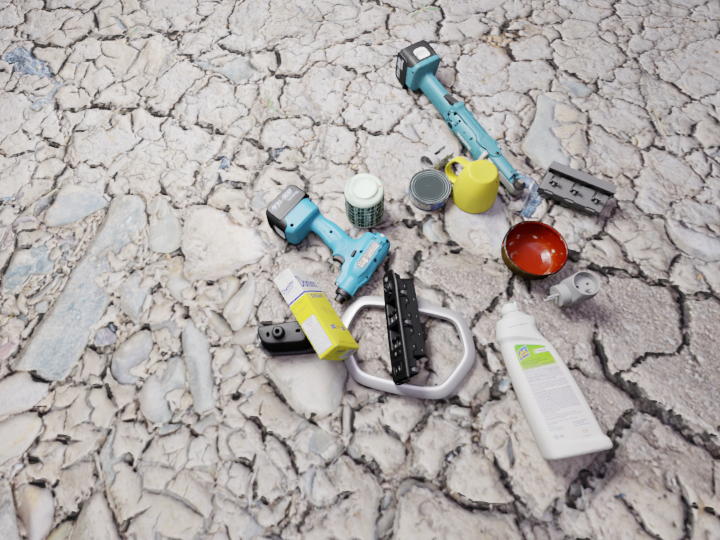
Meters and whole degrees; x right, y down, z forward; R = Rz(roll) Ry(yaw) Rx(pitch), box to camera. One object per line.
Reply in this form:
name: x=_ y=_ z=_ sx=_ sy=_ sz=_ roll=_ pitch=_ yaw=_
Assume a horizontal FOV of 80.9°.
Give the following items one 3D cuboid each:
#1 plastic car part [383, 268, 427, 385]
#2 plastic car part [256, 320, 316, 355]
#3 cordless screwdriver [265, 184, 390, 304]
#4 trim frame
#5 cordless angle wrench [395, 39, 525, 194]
plastic car part: x=0.078 y=0.091 z=0.745 sx=0.066 sy=0.065 sz=0.209 roll=-5 pitch=65 yaw=-9
plastic car part: x=-0.139 y=0.119 z=0.776 sx=0.116 sy=0.069 sz=0.068 roll=-6 pitch=66 yaw=-1
cordless screwdriver: x=-0.083 y=-0.054 z=0.847 sx=0.256 sy=0.072 sz=0.159 roll=32 pitch=72 yaw=15
trim frame: x=0.080 y=0.131 z=0.770 sx=0.254 sy=0.026 sz=0.187 roll=7 pitch=68 yaw=11
cordless angle wrench: x=0.221 y=-0.335 z=0.937 sx=0.074 sy=0.095 sz=0.437 roll=-28 pitch=70 yaw=-8
